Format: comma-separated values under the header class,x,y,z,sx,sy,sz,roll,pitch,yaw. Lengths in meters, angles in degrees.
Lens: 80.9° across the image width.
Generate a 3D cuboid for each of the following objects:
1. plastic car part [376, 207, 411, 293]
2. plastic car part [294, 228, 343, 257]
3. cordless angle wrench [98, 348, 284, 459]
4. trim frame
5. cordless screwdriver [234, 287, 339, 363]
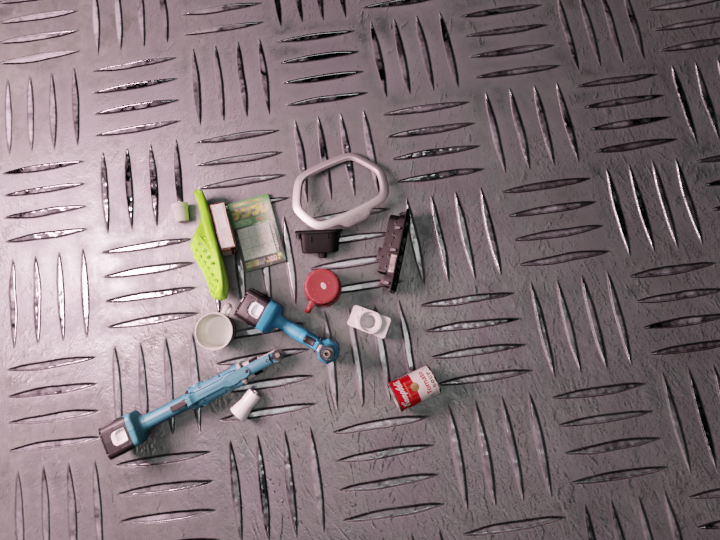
class,x,y,z,sx,sy,sz,roll,pitch,yaw
plastic car part,0.079,-0.051,1.013,0.070,0.063,0.204,13,82,27
plastic car part,-0.100,-0.065,1.022,0.116,0.067,0.070,1,97,-3
cordless angle wrench,-0.365,0.283,0.957,0.420,0.097,0.075,-27,84,-7
trim frame,-0.050,-0.195,1.037,0.245,0.027,0.190,-27,71,-12
cordless screwdriver,-0.158,0.129,0.937,0.252,0.157,0.074,29,83,6
